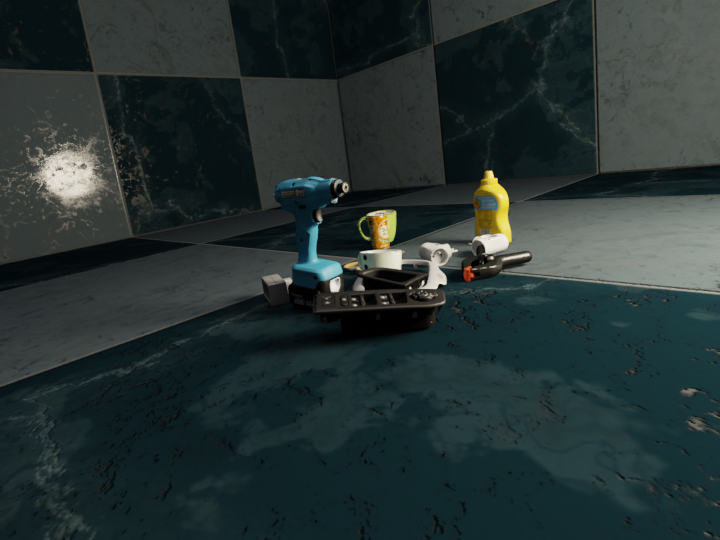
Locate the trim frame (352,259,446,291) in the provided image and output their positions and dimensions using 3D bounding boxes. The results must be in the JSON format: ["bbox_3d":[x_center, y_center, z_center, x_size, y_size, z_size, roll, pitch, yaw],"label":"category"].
[{"bbox_3d":[0.082,0.017,0.878,0.188,0.027,0.247,-5,15,13],"label":"trim frame"}]

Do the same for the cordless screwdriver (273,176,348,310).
[{"bbox_3d":[-0.077,-0.051,0.792,0.167,0.245,0.072,2,14,39],"label":"cordless screwdriver"}]

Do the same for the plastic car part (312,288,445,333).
[{"bbox_3d":[0.031,0.064,0.649,0.204,0.066,0.067,-8,12,3],"label":"plastic car part"}]

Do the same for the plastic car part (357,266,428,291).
[{"bbox_3d":[0.053,0.037,0.734,0.063,0.070,0.122,-19,17,-42],"label":"plastic car part"}]
